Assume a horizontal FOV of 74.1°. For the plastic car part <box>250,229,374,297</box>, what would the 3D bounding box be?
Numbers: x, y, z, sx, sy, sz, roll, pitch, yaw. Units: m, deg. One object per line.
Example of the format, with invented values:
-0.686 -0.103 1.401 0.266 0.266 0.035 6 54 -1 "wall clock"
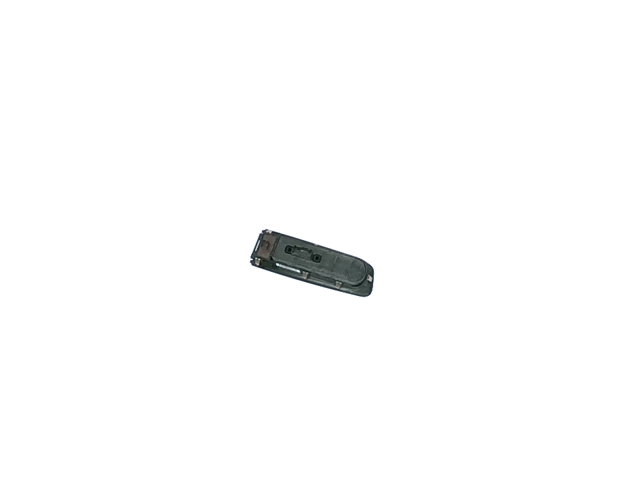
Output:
-0.007 0.031 0.670 0.203 0.066 0.067 19 -25 4 "plastic car part"
